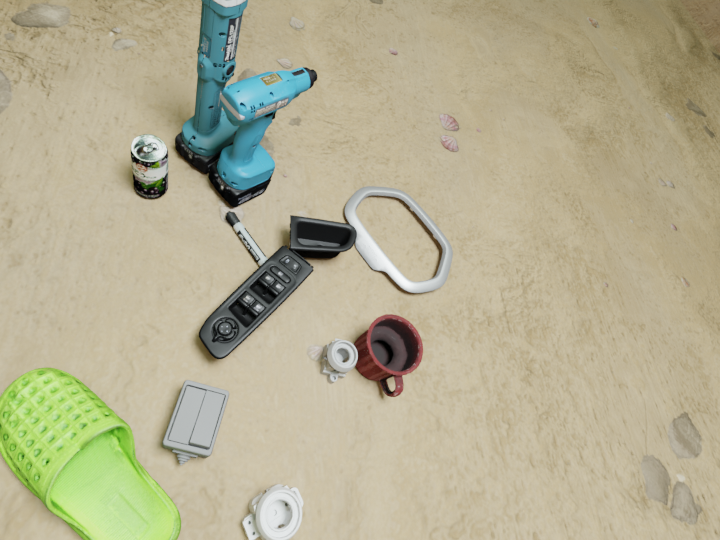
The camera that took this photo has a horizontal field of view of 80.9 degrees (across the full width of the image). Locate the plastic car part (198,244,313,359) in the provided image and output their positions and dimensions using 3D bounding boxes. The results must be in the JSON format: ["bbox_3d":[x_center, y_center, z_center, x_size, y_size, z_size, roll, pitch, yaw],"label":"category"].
[{"bbox_3d":[-0.162,0.050,0.645,0.067,0.067,0.201,41,56,2],"label":"plastic car part"}]

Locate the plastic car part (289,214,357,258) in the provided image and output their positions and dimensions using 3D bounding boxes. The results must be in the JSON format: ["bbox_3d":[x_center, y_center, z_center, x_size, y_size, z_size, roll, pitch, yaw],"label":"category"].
[{"bbox_3d":[-0.071,-0.047,0.730,0.113,0.071,0.068,7,62,-18],"label":"plastic car part"}]

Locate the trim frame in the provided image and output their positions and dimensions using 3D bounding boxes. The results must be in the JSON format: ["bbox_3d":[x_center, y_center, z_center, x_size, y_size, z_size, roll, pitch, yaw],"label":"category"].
[{"bbox_3d":[0.075,-0.067,0.821,0.180,0.027,0.254,-30,75,-31],"label":"trim frame"}]

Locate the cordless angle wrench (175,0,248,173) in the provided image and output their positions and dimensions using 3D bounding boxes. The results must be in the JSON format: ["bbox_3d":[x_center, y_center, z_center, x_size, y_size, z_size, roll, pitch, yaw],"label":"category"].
[{"bbox_3d":[-0.208,-0.306,0.615,0.074,0.425,0.097,41,56,-1],"label":"cordless angle wrench"}]

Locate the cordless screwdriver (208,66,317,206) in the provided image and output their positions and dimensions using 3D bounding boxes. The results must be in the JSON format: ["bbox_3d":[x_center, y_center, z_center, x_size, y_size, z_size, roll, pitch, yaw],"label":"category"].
[{"bbox_3d":[-0.161,-0.217,0.686,0.156,0.250,0.075,-37,84,-33],"label":"cordless screwdriver"}]
